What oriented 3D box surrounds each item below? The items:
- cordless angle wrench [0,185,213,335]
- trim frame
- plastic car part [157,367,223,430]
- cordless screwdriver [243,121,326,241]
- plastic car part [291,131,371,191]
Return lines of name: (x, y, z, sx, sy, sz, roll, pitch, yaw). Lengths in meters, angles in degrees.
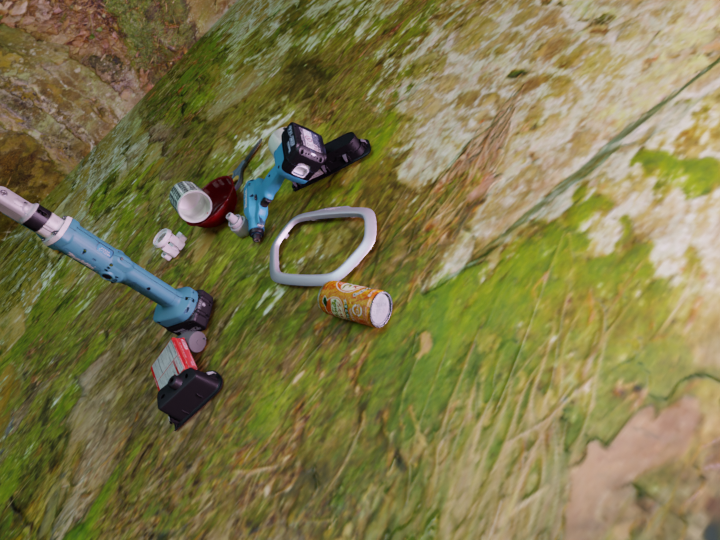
cordless angle wrench: (-0.443, -0.009, 0.756, 0.101, 0.400, 0.076, -19, 47, 25)
trim frame: (-0.077, -0.050, 0.789, 0.260, 0.026, 0.186, -2, 58, 39)
plastic car part: (-0.305, 0.207, 0.731, 0.117, 0.067, 0.069, -43, 43, 6)
cordless screwdriver: (-0.172, -0.178, 0.889, 0.253, 0.070, 0.164, -36, 50, 39)
plastic car part: (-0.074, -0.245, 0.918, 0.209, 0.064, 0.068, -15, 42, 25)
